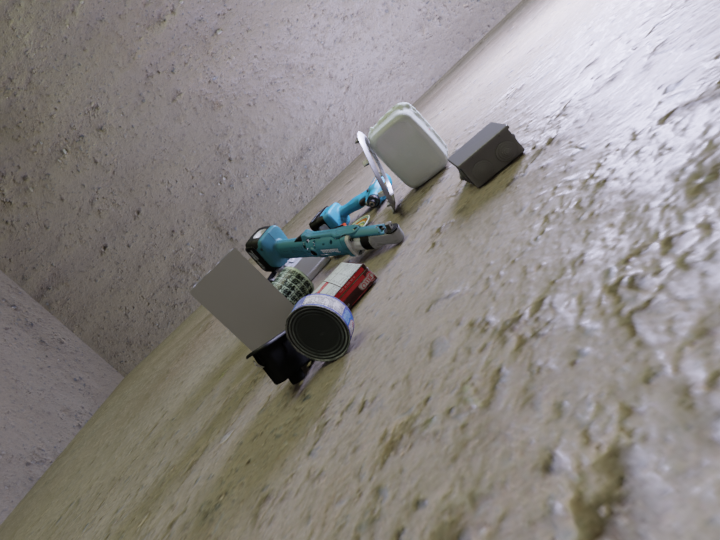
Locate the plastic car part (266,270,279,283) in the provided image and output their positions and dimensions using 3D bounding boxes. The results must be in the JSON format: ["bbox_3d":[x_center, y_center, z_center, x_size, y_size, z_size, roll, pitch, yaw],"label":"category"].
[{"bbox_3d":[-0.204,0.049,1.057,0.069,0.064,0.203,-8,30,24],"label":"plastic car part"}]

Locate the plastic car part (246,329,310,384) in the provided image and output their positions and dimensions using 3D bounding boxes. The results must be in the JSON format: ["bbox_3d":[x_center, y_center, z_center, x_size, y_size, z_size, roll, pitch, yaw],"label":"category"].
[{"bbox_3d":[-0.100,0.118,0.580,0.067,0.071,0.114,-38,-1,28],"label":"plastic car part"}]

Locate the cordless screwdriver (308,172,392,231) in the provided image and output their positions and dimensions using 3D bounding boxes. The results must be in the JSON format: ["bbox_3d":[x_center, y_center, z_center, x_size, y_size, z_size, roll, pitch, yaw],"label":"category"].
[{"bbox_3d":[-0.029,-0.158,1.125,0.254,0.072,0.160,-30,20,32],"label":"cordless screwdriver"}]

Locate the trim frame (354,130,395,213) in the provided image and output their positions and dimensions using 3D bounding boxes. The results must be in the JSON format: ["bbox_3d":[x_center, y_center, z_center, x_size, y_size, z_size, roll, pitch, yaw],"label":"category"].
[{"bbox_3d":[0.034,-0.209,0.898,0.028,0.179,0.252,-27,18,10],"label":"trim frame"}]

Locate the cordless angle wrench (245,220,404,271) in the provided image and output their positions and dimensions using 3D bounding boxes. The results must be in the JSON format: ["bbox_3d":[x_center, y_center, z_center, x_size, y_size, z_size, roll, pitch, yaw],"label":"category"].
[{"bbox_3d":[-0.085,-0.055,0.865,0.443,0.094,0.074,-2,43,46],"label":"cordless angle wrench"}]
